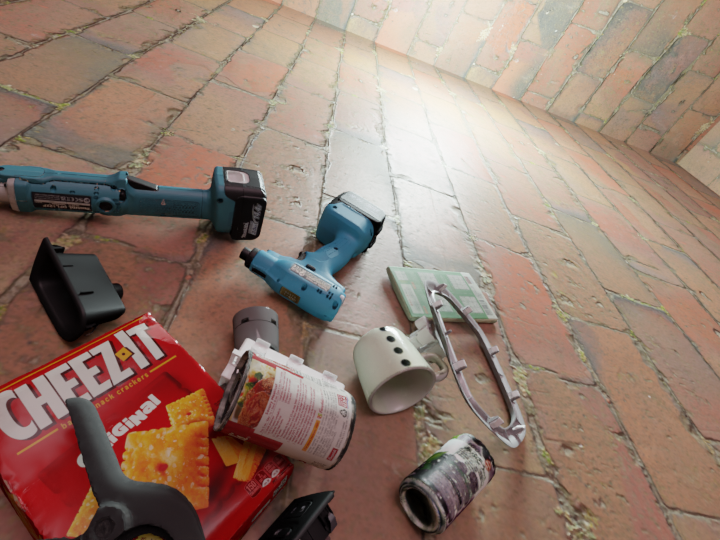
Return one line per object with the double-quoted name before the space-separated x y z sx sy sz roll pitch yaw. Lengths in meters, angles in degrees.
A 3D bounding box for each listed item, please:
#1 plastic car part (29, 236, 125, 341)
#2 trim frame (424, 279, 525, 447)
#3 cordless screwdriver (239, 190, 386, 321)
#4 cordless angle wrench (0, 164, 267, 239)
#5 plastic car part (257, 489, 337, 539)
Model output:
"plastic car part" -0.305 0.023 0.469 0.121 0.066 0.068 45 26 19
"trim frame" 0.154 0.113 0.575 0.175 0.028 0.258 33 31 -32
"cordless screwdriver" -0.065 -0.042 0.662 0.161 0.073 0.248 28 41 5
"cordless angle wrench" -0.345 -0.105 0.582 0.409 0.096 0.078 2 43 -20
"plastic car part" -0.086 0.256 0.306 0.197 0.068 0.067 -27 87 -47
